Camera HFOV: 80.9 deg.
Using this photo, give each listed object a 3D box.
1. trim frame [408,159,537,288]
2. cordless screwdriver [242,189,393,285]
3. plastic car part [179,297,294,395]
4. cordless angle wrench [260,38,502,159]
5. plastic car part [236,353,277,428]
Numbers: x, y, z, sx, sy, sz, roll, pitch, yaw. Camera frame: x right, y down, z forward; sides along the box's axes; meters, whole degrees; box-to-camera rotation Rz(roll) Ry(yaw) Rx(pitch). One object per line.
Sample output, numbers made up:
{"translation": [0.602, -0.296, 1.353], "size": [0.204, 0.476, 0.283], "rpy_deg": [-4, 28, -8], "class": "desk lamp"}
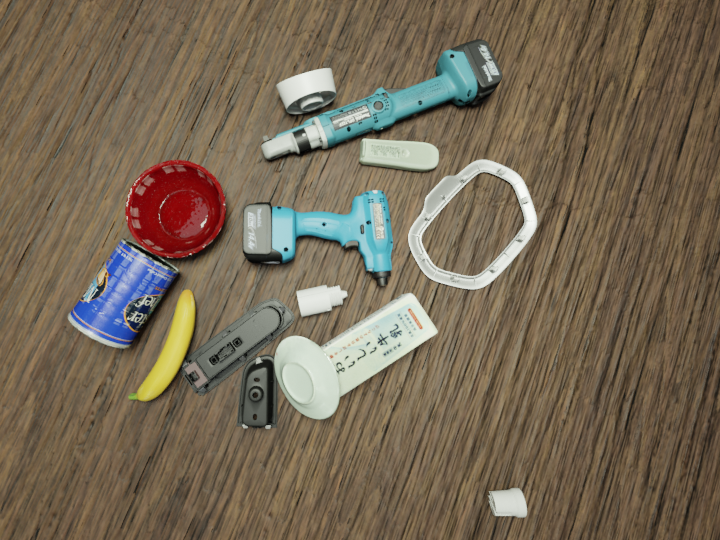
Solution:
{"translation": [0.197, -0.082, 0.737], "size": [0.186, 0.027, 0.248], "rpy_deg": [44, 85, 5], "class": "trim frame"}
{"translation": [-0.069, -0.045, 0.701], "size": [0.246, 0.074, 0.160], "rpy_deg": [-5, 84, -7], "class": "cordless screwdriver"}
{"translation": [-0.201, 0.116, 0.683], "size": [0.202, 0.066, 0.068], "rpy_deg": [-37, 80, -9], "class": "plastic car part"}
{"translation": [0.029, -0.278, 0.738], "size": [0.422, 0.074, 0.099], "rpy_deg": [-22, 86, -2], "class": "cordless angle wrench"}
{"translation": [-0.163, 0.196, 0.666], "size": [0.065, 0.071, 0.117], "rpy_deg": [3, 86, -6], "class": "plastic car part"}
